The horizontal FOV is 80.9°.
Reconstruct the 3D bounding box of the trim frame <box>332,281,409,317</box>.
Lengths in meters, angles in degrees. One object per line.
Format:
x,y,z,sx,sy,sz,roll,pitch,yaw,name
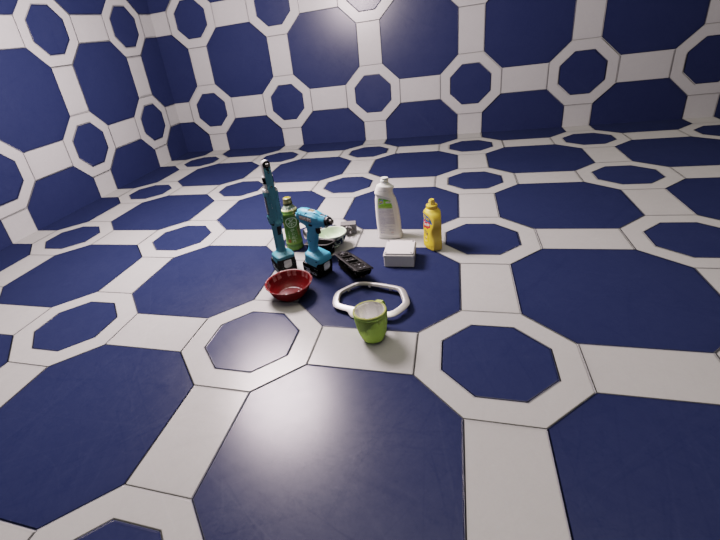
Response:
0.032,0.091,1.321,0.259,0.027,0.182,8,33,26,trim frame

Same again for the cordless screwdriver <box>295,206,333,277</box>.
-0.144,-0.094,1.473,0.168,0.241,0.072,19,37,40,cordless screwdriver

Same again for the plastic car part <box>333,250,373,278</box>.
-0.029,-0.019,1.490,0.065,0.065,0.214,-19,31,-21,plastic car part

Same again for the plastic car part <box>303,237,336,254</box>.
-0.149,-0.083,1.630,0.121,0.069,0.065,7,31,25,plastic car part

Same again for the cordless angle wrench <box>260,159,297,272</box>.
-0.304,-0.189,1.510,0.072,0.410,0.103,-18,30,-22,cordless angle wrench
